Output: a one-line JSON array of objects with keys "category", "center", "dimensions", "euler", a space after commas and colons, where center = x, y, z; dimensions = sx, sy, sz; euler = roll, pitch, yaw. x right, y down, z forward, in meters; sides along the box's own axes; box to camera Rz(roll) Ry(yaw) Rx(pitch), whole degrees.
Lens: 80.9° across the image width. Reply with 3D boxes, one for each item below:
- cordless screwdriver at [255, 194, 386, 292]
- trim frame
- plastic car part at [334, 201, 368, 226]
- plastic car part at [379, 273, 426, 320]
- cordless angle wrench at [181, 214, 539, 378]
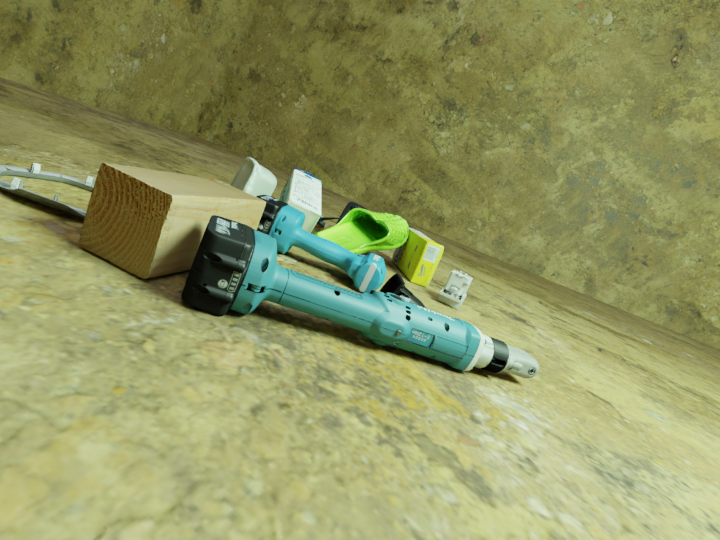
[{"category": "cordless screwdriver", "center": [-0.071, -0.046, 0.727], "dimensions": [0.252, 0.074, 0.158], "euler": [26, 11, 5]}, {"category": "trim frame", "center": [-0.367, -0.099, 0.566], "dimensions": [0.246, 0.027, 0.187], "euler": [21, 13, -6]}, {"category": "plastic car part", "center": [-0.022, -0.098, 0.988], "dimensions": [0.067, 0.066, 0.205], "euler": [14, 36, 2]}, {"category": "plastic car part", "center": [0.058, 0.050, 0.566], "dimensions": [0.071, 0.066, 0.116], "euler": [37, 9, 1]}, {"category": "cordless angle wrench", "center": [0.026, 0.052, 0.465], "dimensions": [0.411, 0.074, 0.101], "euler": [20, 11, -15]}]
